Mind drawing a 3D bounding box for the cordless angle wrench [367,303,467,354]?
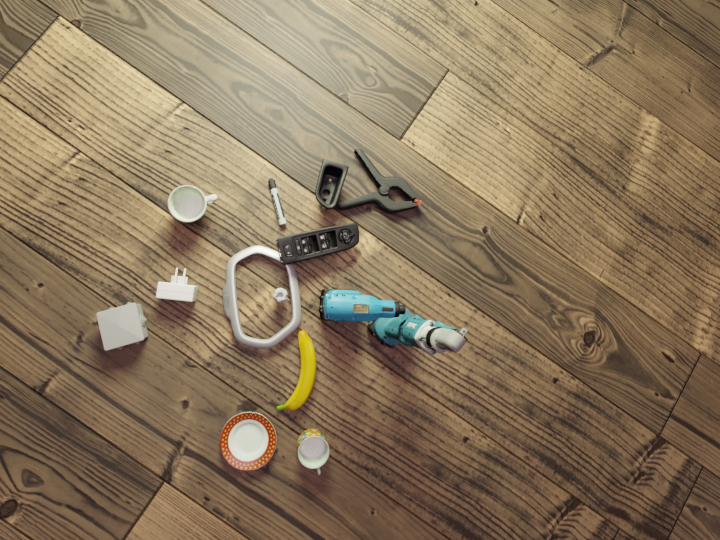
[{"bbox_3d":[0.106,0.121,0.843,0.074,0.426,0.098,42,81,-6],"label":"cordless angle wrench"}]

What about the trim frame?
[{"bbox_3d":[-0.239,0.062,1.018,0.182,0.027,0.250,-8,84,-6],"label":"trim frame"}]

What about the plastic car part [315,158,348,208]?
[{"bbox_3d":[-0.079,-0.204,1.043,0.065,0.071,0.117,16,83,-7],"label":"plastic car part"}]

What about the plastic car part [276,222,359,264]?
[{"bbox_3d":[-0.100,-0.066,1.026,0.201,0.067,0.067,-14,87,-7],"label":"plastic car part"}]

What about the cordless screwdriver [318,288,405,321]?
[{"bbox_3d":[-0.009,0.079,0.925,0.157,0.250,0.075,3,86,-9],"label":"cordless screwdriver"}]
